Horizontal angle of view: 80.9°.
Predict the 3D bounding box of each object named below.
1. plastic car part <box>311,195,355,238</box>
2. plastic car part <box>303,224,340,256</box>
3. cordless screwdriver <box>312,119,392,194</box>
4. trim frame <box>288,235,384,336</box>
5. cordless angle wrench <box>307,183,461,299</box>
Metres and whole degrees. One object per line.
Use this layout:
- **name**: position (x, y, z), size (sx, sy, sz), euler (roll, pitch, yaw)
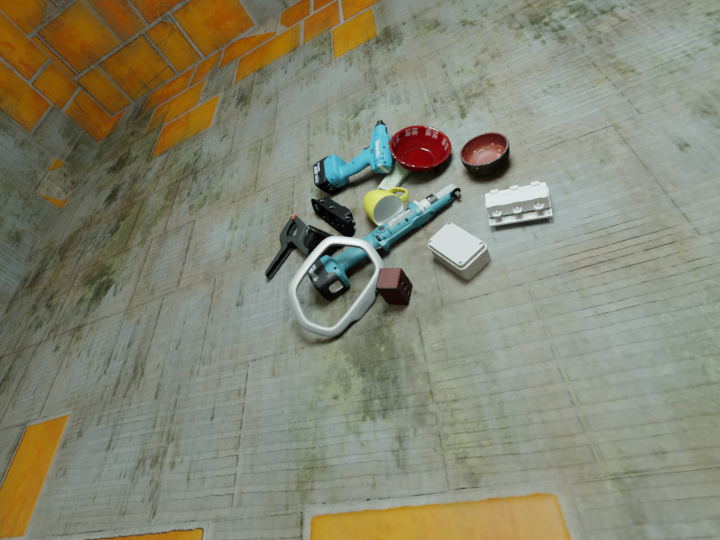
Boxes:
- **plastic car part**: position (-0.074, -0.163, 1.192), size (0.066, 0.063, 0.215), euler (-41, 44, -15)
- **plastic car part**: position (-0.109, -0.072, 1.120), size (0.070, 0.110, 0.071), euler (36, 103, 45)
- **cordless screwdriver**: position (-0.022, -0.327, 1.230), size (0.258, 0.070, 0.163), euler (-15, 66, 34)
- **trim frame**: position (-0.057, 0.034, 0.979), size (0.188, 0.027, 0.248), euler (36, 85, 11)
- **cordless angle wrench**: position (0.061, -0.085, 1.041), size (0.424, 0.070, 0.103), euler (-34, 45, 3)
